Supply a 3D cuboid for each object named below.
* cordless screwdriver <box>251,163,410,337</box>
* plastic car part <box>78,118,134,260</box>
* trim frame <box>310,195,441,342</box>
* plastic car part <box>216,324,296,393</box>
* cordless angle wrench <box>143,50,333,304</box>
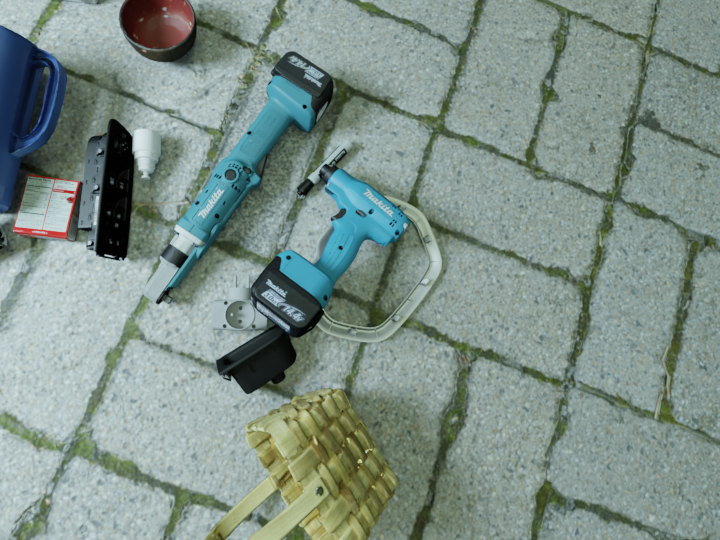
[{"bbox_3d":[-0.059,-0.038,0.602,0.162,0.074,0.247,40,68,7],"label":"cordless screwdriver"},{"bbox_3d":[-0.371,-0.118,0.618,0.069,0.064,0.205,0,80,17],"label":"plastic car part"},{"bbox_3d":[0.019,-0.005,0.657,0.185,0.027,0.247,41,79,3],"label":"trim frame"},{"bbox_3d":[-0.137,0.131,0.600,0.115,0.068,0.070,-28,102,-16],"label":"plastic car part"},{"bbox_3d":[-0.190,-0.136,0.636,0.098,0.074,0.423,33,80,-2],"label":"cordless angle wrench"}]
